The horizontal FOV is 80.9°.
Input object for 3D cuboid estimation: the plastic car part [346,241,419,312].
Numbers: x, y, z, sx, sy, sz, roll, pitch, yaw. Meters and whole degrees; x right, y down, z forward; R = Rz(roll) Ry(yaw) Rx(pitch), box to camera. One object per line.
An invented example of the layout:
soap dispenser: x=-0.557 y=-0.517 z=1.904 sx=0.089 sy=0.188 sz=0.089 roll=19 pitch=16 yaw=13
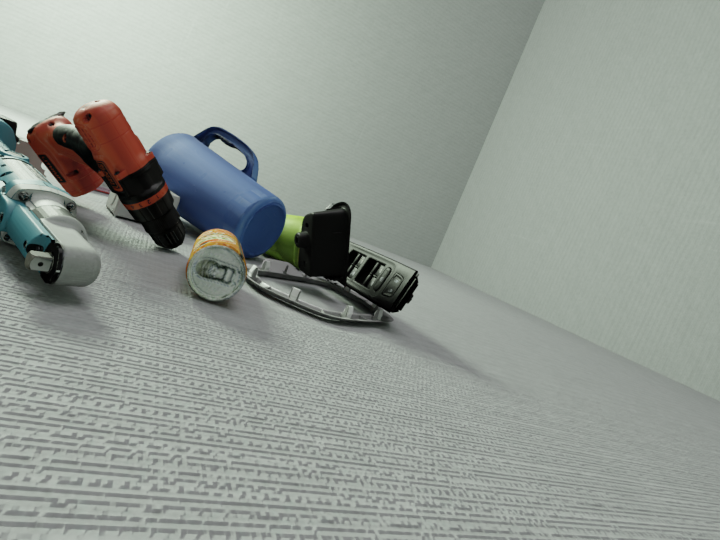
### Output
plastic car part: x=0.012 y=0.004 z=0.635 sx=0.063 sy=0.066 sz=0.215 roll=31 pitch=-2 yaw=-42

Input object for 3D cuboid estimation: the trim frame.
trim frame: x=-0.057 y=0.026 z=0.582 sx=0.195 sy=0.027 sz=0.236 roll=25 pitch=8 yaw=35

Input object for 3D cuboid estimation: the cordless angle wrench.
cordless angle wrench: x=-0.336 y=-0.086 z=0.396 sx=0.447 sy=0.074 sz=0.093 roll=29 pitch=8 yaw=35

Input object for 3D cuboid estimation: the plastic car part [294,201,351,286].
plastic car part: x=-0.057 y=-0.038 z=0.587 sx=0.068 sy=0.114 sz=0.070 roll=-9 pitch=22 yaw=-32
